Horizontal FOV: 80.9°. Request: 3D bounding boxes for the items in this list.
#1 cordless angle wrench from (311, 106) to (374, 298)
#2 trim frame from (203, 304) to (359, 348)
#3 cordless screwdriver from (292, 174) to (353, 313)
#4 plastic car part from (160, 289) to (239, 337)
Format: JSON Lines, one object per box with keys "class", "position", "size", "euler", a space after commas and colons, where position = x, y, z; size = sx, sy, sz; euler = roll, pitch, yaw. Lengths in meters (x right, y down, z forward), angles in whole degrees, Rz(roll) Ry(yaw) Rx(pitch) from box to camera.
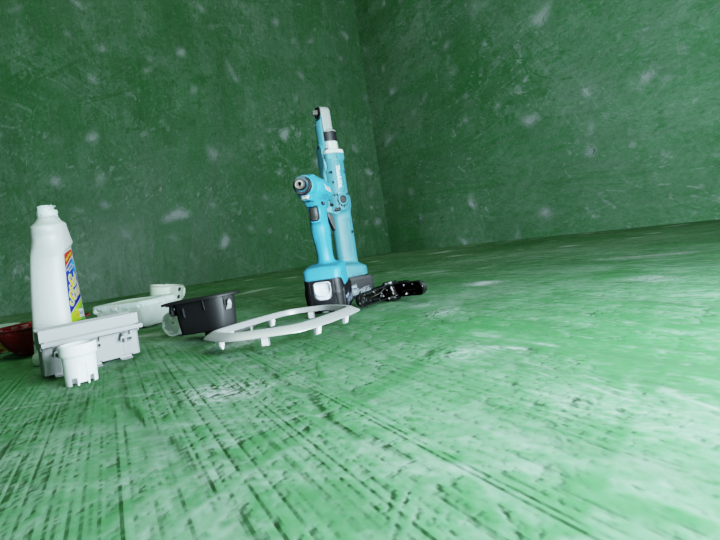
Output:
{"class": "cordless angle wrench", "position": [-0.053, -0.151, 0.928], "size": [0.094, 0.423, 0.077], "euler": [-8, -1, -29]}
{"class": "trim frame", "position": [-0.108, 0.077, 0.614], "size": [0.191, 0.027, 0.239], "euler": [-6, 4, 28]}
{"class": "cordless screwdriver", "position": [-0.074, -0.049, 0.759], "size": [0.075, 0.249, 0.157], "euler": [-9, 0, 9]}
{"class": "plastic car part", "position": [-0.240, 0.072, 0.656], "size": [0.121, 0.071, 0.064], "euler": [-7, 2, 26]}
